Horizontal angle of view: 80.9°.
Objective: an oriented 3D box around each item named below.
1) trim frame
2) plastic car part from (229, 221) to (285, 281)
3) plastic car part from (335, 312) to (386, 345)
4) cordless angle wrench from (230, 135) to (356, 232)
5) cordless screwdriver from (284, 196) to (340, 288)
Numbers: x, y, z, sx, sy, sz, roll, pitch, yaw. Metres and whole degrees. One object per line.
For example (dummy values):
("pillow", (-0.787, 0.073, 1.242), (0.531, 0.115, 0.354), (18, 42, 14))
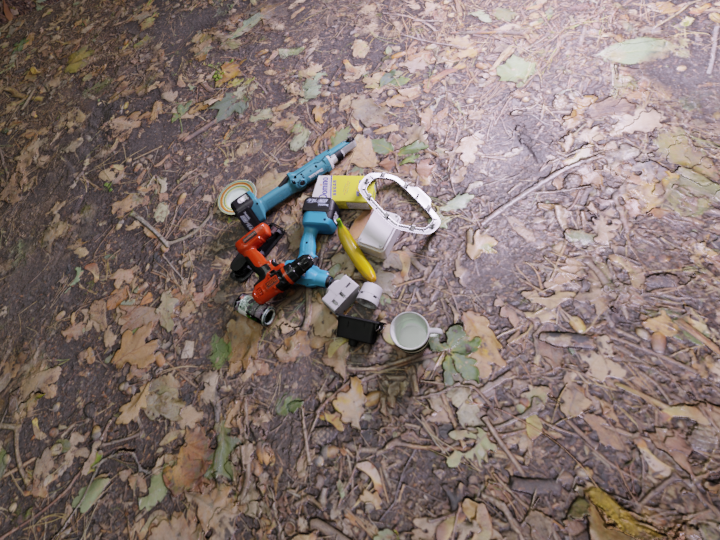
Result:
("trim frame", (0.102, -0.182, 1.106), (0.178, 0.027, 0.261), (-17, 53, -34))
("plastic car part", (-0.301, -0.057, 1.202), (0.069, 0.064, 0.203), (31, 79, 20))
("plastic car part", (-0.006, 0.145, 1.004), (0.121, 0.063, 0.071), (5, 80, 23))
("cordless angle wrench", (-0.185, -0.270, 1.260), (0.421, 0.093, 0.078), (-35, 42, -7))
("cordless screwdriver", (-0.111, -0.073, 1.140), (0.165, 0.071, 0.251), (9, 71, 21))
